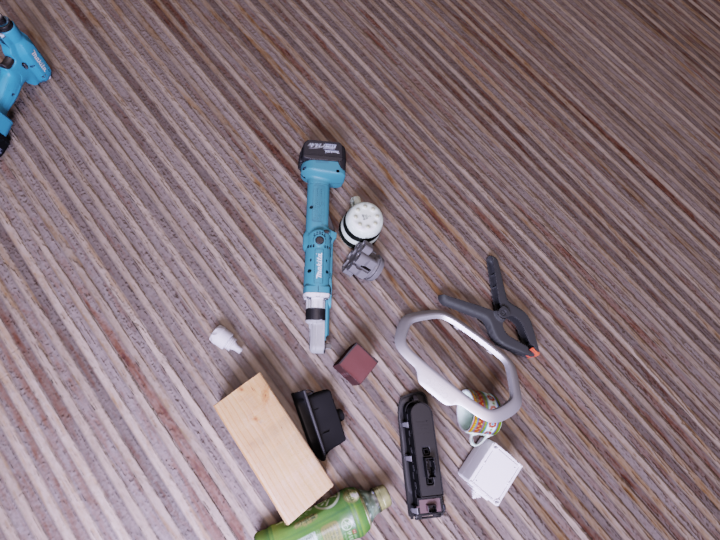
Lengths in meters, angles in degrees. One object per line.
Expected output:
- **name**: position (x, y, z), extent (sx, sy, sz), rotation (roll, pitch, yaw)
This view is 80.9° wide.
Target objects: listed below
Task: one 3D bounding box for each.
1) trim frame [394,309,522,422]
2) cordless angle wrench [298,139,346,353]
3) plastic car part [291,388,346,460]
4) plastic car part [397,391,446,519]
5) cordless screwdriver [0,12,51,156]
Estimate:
- **trim frame**: position (0.176, 0.164, 0.771), extent (0.258, 0.027, 0.180), rotation (37, 45, 20)
- **cordless angle wrench**: position (-0.082, -0.054, 0.837), extent (0.097, 0.074, 0.430), rotation (3, 72, -8)
- **plastic car part**: position (-0.064, 0.257, 0.736), extent (0.069, 0.067, 0.119), rotation (-18, 78, -30)
- **plastic car part**: position (0.106, 0.318, 0.734), extent (0.066, 0.066, 0.208), rotation (-5, 69, -4)
- **cordless screwdriver**: position (-0.706, -0.354, 0.814), extent (0.074, 0.159, 0.251), rotation (18, 71, -6)
